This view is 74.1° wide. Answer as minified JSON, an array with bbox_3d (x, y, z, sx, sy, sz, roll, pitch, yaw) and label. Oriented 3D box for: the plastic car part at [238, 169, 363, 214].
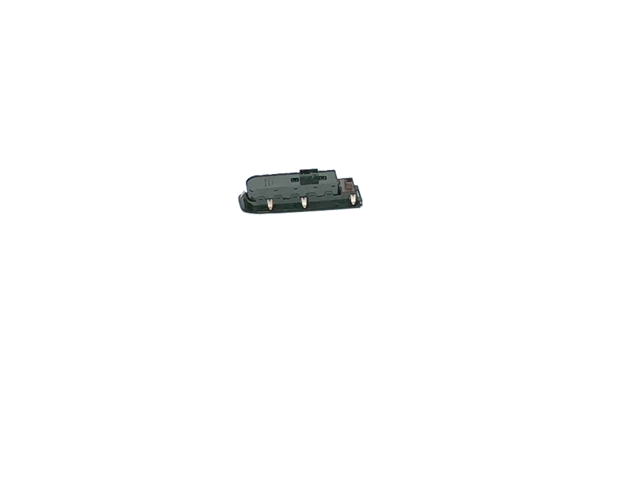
[{"bbox_3d":[-0.034,-0.080,0.688,0.203,0.066,0.067,-7,-40,-3],"label":"plastic car part"}]
